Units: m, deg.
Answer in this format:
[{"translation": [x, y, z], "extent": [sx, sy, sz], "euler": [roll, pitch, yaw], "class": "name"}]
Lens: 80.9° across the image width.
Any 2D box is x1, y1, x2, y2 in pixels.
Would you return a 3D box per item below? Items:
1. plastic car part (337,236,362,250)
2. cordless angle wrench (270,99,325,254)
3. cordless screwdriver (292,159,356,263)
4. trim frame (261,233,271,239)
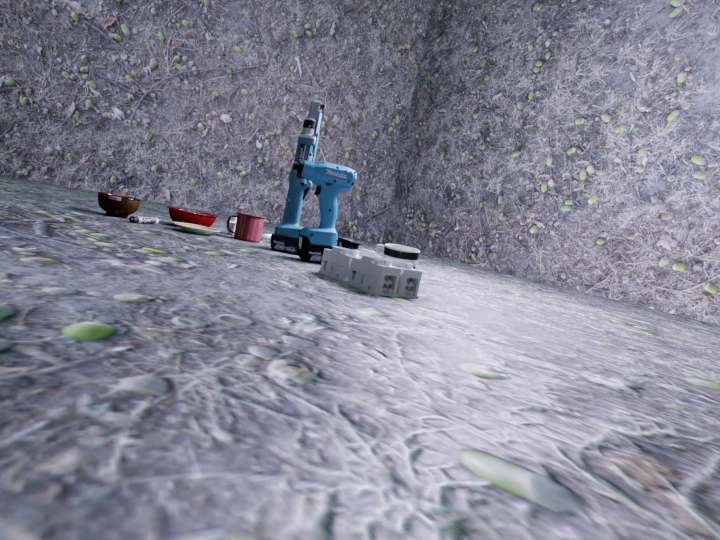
[{"translation": [-0.043, -0.053, 1.158], "extent": [0.068, 0.071, 0.114], "euler": [12, 5, 12], "class": "plastic car part"}, {"translation": [-0.163, -0.257, 1.163], "extent": [0.099, 0.421, 0.074], "euler": [12, 3, 2], "class": "cordless angle wrench"}, {"translation": [-0.110, -0.145, 1.045], "extent": [0.155, 0.248, 0.077], "euler": [10, 4, -18], "class": "cordless screwdriver"}, {"translation": [-0.224, -0.096, 1.436], "extent": [0.254, 0.027, 0.181], "euler": [12, 6, 10], "class": "trim frame"}]
